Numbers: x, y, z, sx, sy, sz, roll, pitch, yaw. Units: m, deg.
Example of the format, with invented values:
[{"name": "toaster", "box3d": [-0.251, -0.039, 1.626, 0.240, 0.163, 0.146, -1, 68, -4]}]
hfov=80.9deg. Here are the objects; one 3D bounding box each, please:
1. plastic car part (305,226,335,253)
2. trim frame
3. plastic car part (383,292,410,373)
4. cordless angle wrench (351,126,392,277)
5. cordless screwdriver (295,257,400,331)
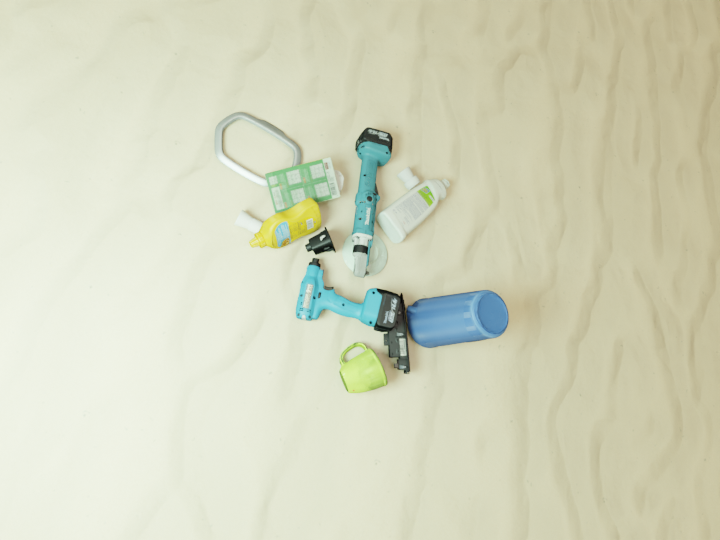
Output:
[{"name": "plastic car part", "box3d": [-0.105, -0.069, 1.077, 0.071, 0.115, 0.067, -24, 86, 1]}, {"name": "trim frame", "box3d": [-0.277, -0.328, 1.142, 0.246, 0.028, 0.185, 28, 71, -4]}, {"name": "plastic car part", "box3d": [0.093, 0.160, 1.091, 0.068, 0.064, 0.206, -1, 75, 8]}, {"name": "cordless angle wrench", "box3d": [0.017, -0.185, 1.146, 0.096, 0.075, 0.429, 12, 70, -14]}, {"name": "cordless screwdriver", "box3d": [-0.029, 0.062, 1.054, 0.250, 0.073, 0.161, 10, 73, 3]}]
